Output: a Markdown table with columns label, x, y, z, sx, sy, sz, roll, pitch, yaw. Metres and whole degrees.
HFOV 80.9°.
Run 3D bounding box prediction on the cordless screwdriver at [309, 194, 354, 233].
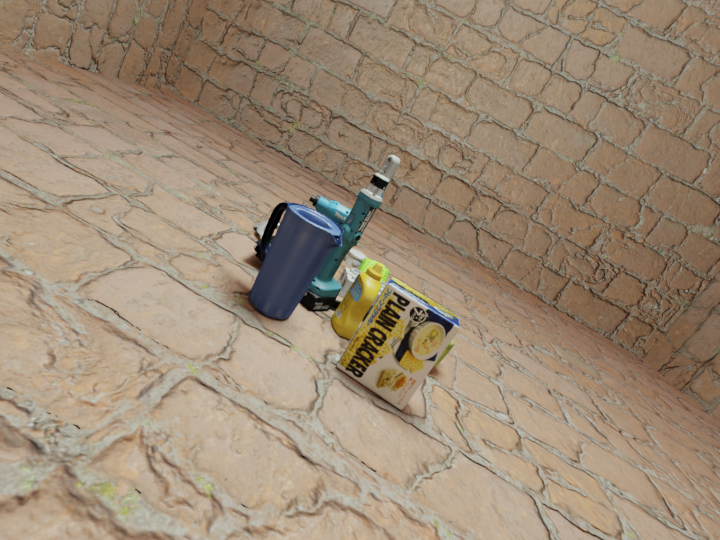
| label | x | y | z | sx | sy | sz | roll | pitch | yaw |
| --- | --- | --- | --- | --- | --- | --- | --- | --- | --- |
| cordless screwdriver | -0.112 | -0.073 | 1.149 | 0.159 | 0.248 | 0.074 | 30 | 16 | -1 |

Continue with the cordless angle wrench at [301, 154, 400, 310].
| label | x | y | z | sx | sy | sz | roll | pitch | yaw |
| --- | --- | --- | --- | --- | --- | --- | --- | --- | --- |
| cordless angle wrench | -0.024 | -0.091 | 1.035 | 0.078 | 0.422 | 0.093 | 41 | 19 | 33 |

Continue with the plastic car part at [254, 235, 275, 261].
| label | x | y | z | sx | sy | sz | roll | pitch | yaw |
| --- | --- | --- | --- | --- | --- | --- | --- | --- | --- |
| plastic car part | -0.250 | -0.056 | 1.194 | 0.066 | 0.067 | 0.202 | 30 | 16 | -1 |

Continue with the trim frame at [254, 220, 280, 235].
| label | x | y | z | sx | sy | sz | roll | pitch | yaw |
| --- | --- | --- | --- | --- | --- | --- | --- | --- | --- |
| trim frame | -0.267 | -0.116 | 1.418 | 0.182 | 0.027 | 0.252 | 26 | 16 | -8 |
